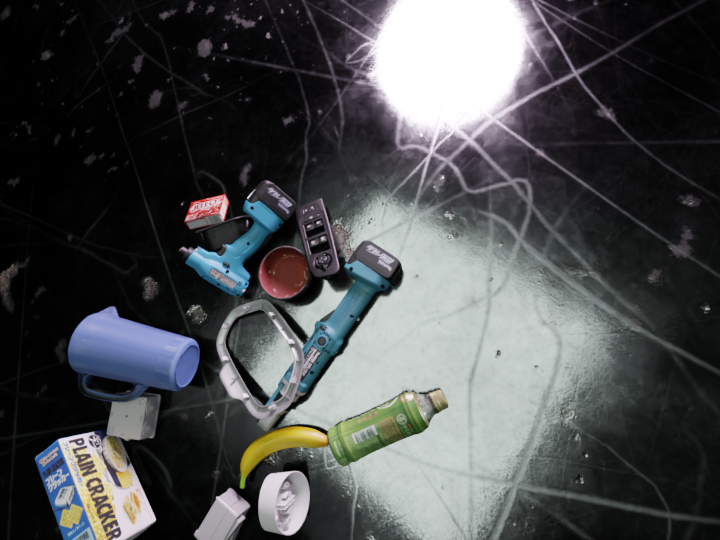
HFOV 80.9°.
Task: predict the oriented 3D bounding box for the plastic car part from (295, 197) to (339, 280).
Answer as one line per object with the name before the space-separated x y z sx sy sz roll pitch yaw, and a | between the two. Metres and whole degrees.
plastic car part | -0.086 -0.056 0.876 0.066 0.064 0.212 -18 49 0

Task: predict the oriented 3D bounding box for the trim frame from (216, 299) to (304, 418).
trim frame | -0.210 0.171 0.851 0.185 0.026 0.261 -47 59 9

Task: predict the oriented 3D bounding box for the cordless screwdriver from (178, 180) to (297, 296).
cordless screwdriver | -0.257 -0.082 0.899 0.154 0.077 0.248 35 89 -16

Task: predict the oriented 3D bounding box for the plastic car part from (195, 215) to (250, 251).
plastic car part | -0.300 -0.075 0.956 0.117 0.065 0.071 -16 89 5

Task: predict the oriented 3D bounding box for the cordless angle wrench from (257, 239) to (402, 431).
cordless angle wrench | -0.070 0.137 0.834 0.102 0.072 0.423 34 88 18
